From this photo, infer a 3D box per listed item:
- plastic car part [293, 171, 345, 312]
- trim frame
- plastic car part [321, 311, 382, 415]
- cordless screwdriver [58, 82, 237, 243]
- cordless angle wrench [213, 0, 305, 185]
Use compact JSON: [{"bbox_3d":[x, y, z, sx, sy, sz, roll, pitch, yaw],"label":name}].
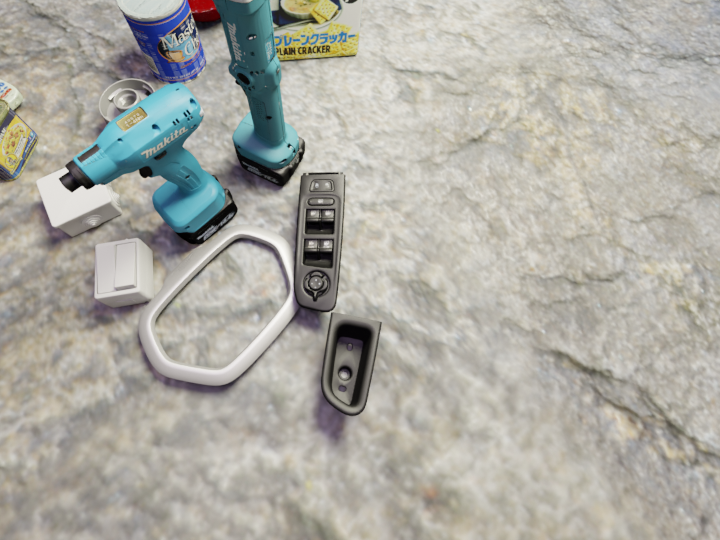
[{"bbox_3d":[-0.059,-0.039,0.603,0.066,0.066,0.207,2,69,-2],"label":"plastic car part"},{"bbox_3d":[-0.192,0.042,0.594,0.189,0.027,0.247,36,73,13],"label":"trim frame"},{"bbox_3d":[-0.017,0.121,0.540,0.066,0.070,0.118,10,70,1],"label":"plastic car part"},{"bbox_3d":[-0.249,-0.106,0.534,0.158,0.244,0.076,-42,80,-15],"label":"cordless screwdriver"},{"bbox_3d":[-0.125,-0.242,0.495,0.099,0.416,0.074,27,72,4],"label":"cordless angle wrench"}]
